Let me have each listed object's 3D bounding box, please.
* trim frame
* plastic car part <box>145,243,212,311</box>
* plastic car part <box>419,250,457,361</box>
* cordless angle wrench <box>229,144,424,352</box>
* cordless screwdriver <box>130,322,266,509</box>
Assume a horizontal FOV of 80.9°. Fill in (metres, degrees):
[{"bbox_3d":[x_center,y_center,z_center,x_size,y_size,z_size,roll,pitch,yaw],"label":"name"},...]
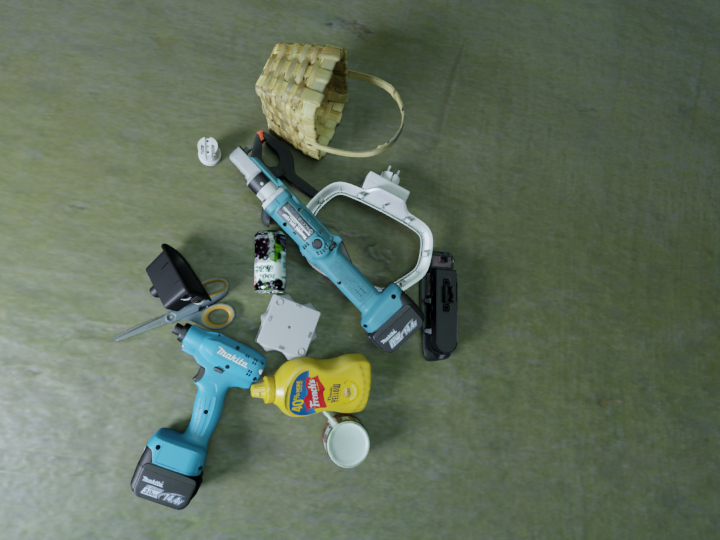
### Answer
[{"bbox_3d":[0.011,-0.055,0.759,0.248,0.027,0.184,28,91,-1],"label":"trim frame"},{"bbox_3d":[-0.310,0.021,0.694,0.071,0.063,0.121,-43,66,-1],"label":"plastic car part"},{"bbox_3d":[0.149,0.063,0.764,0.064,0.068,0.204,6,82,-18],"label":"plastic car part"},{"bbox_3d":[-0.070,-0.046,0.715,0.098,0.074,0.422,-43,91,1],"label":"cordless angle wrench"},{"bbox_3d":[-0.272,0.215,0.660,0.157,0.075,0.249,28,73,-8],"label":"cordless screwdriver"}]
